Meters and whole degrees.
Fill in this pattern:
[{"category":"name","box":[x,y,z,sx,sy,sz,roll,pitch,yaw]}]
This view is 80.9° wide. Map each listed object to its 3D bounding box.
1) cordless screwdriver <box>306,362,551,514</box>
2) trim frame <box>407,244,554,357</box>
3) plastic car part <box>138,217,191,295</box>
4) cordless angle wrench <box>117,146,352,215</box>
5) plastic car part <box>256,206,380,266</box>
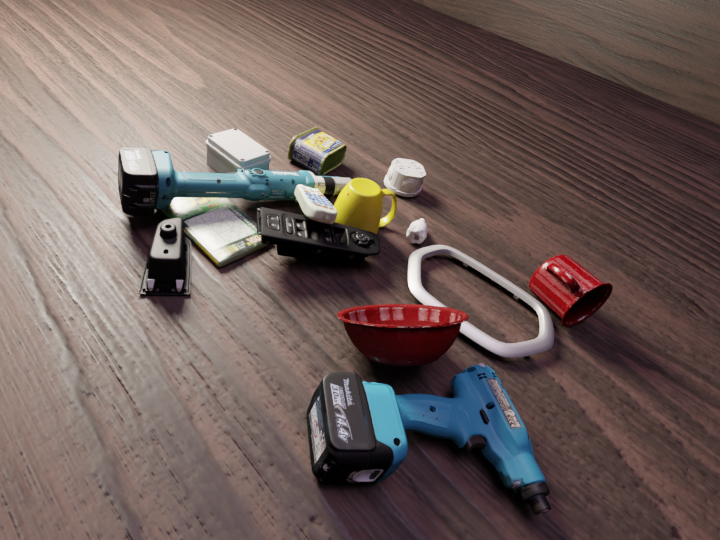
[{"category":"cordless screwdriver","box":[0.073,0.183,0.451,0.241,0.073,0.166,2,43,-20]},{"category":"trim frame","box":[0.185,0.041,0.672,0.259,0.027,0.180,33,46,22]},{"category":"plastic car part","box":[-0.267,-0.029,0.587,0.064,0.070,0.121,2,46,-19]},{"category":"cordless angle wrench","box":[-0.184,-0.149,0.733,0.406,0.073,0.103,-5,43,-31]},{"category":"plastic car part","box":[-0.064,-0.042,0.659,0.197,0.066,0.069,6,35,-17]}]
